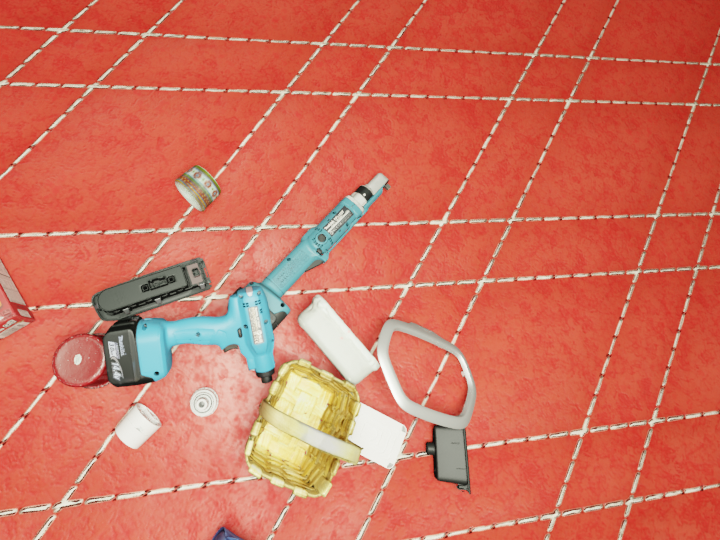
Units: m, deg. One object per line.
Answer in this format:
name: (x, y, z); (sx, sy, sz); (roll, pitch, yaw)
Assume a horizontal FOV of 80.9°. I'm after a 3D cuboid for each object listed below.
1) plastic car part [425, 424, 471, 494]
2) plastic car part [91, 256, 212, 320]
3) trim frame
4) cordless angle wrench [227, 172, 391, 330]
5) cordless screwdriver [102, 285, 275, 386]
plastic car part: (0.155, 0.331, 0.763); (0.071, 0.064, 0.119); (-3, 72, 1)
plastic car part: (-0.372, 0.035, 0.749); (0.200, 0.068, 0.067); (-20, 88, -13)
trim frame: (0.124, 0.181, 0.764); (0.238, 0.028, 0.189); (23, 48, -25)
cordless angle wrench: (-0.080, -0.053, 0.822); (0.098, 0.075, 0.420); (41, 69, 0)
cordless screwdriver: (-0.260, 0.126, 0.668); (0.245, 0.076, 0.157); (-12, 98, -11)
